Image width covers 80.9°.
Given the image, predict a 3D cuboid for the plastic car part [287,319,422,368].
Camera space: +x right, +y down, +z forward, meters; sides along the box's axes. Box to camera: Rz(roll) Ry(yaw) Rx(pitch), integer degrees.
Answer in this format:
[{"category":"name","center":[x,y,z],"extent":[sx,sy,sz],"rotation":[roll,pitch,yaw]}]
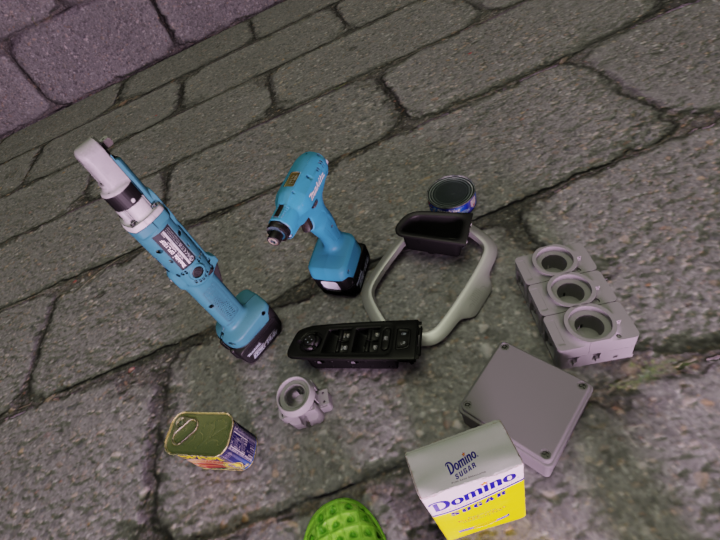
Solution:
[{"category":"plastic car part","center":[-0.009,0.114,0.624],"extent":[0.210,0.064,0.067],"rotation":[-3,51,21]}]

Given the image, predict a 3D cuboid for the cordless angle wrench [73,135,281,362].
[{"category":"cordless angle wrench","center":[-0.240,-0.008,0.596],"extent":[0.078,0.402,0.097],"rotation":[25,64,36]}]

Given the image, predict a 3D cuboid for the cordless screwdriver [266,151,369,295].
[{"category":"cordless screwdriver","center":[-0.065,-0.042,0.660],"extent":[0.077,0.236,0.161],"rotation":[3,53,24]}]

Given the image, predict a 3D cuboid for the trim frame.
[{"category":"trim frame","center":[0.110,0.012,0.682],"extent":[0.194,0.026,0.247],"rotation":[22,64,36]}]

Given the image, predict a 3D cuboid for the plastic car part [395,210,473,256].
[{"category":"plastic car part","center":[0.124,-0.055,0.703],"extent":[0.122,0.067,0.066],"rotation":[6,55,28]}]
